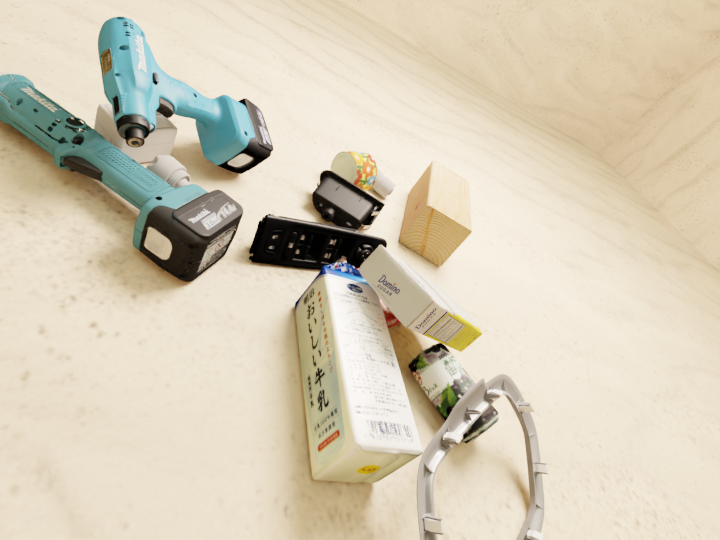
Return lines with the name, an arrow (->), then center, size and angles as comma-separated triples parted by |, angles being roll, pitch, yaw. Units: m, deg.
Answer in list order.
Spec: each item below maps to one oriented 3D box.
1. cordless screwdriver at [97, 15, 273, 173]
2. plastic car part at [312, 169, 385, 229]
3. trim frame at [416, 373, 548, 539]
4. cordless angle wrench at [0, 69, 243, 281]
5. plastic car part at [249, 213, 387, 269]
cordless screwdriver -> -0.213, -0.190, 0.544 | 0.237, 0.076, 0.164 | 19, 49, -62
plastic car part -> -0.032, -0.102, 0.680 | 0.117, 0.066, 0.071 | 32, 50, 2
trim frame -> 0.128, 0.203, 0.406 | 0.239, 0.028, 0.185 | -16, 86, -45
cordless angle wrench -> -0.331, -0.146, 0.486 | 0.427, 0.074, 0.097 | 35, 35, 5
plastic car part -> -0.057, -0.037, 0.584 | 0.194, 0.066, 0.071 | 9, 18, -29
